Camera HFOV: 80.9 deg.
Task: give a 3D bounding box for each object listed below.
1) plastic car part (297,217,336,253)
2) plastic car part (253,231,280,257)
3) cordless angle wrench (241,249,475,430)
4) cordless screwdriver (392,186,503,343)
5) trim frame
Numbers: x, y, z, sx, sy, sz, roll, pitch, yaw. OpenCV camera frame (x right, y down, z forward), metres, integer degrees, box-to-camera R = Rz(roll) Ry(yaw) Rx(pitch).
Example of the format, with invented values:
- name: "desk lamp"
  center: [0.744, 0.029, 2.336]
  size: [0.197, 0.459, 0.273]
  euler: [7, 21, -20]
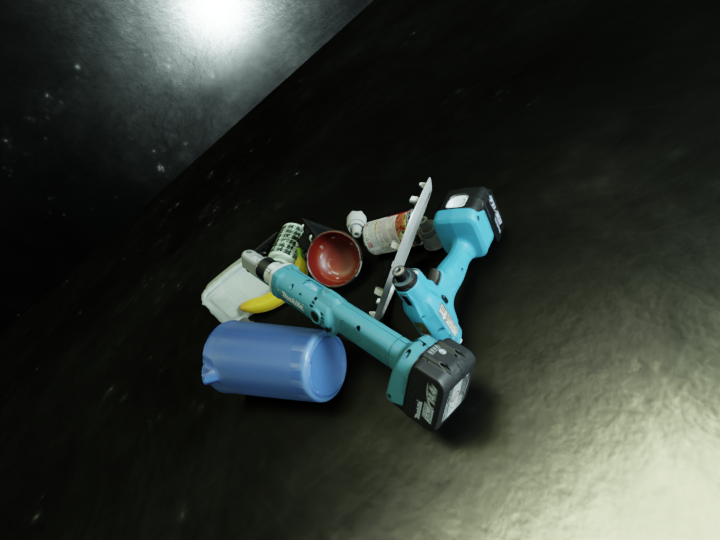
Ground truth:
- name: "plastic car part"
  center: [-0.090, -0.059, 0.921]
  size: [0.071, 0.110, 0.069]
  euler: [-49, 55, 17]
- name: "plastic car part"
  center: [-0.267, -0.021, 1.081]
  size: [0.203, 0.064, 0.069]
  euler: [-39, 23, 4]
- name: "cordless angle wrench"
  center: [-0.047, 0.059, 0.623]
  size: [0.447, 0.095, 0.072]
  euler: [29, 38, 36]
- name: "cordless screwdriver"
  center: [0.126, -0.026, 0.616]
  size: [0.078, 0.151, 0.249]
  euler: [-2, 49, 42]
- name: "trim frame"
  center: [0.061, -0.027, 0.655]
  size: [0.182, 0.028, 0.245]
  euler: [-50, -22, -64]
